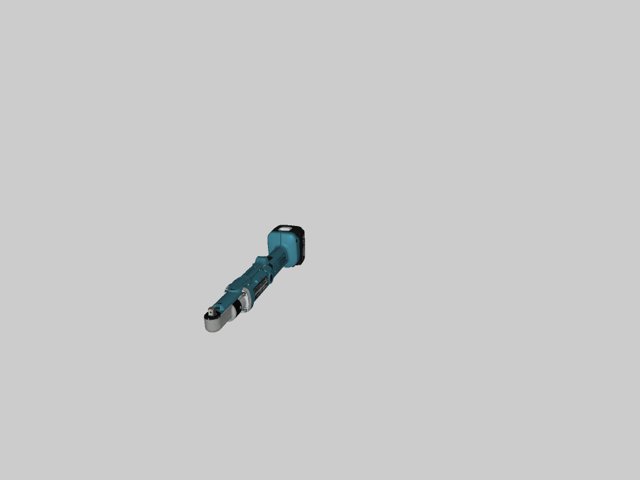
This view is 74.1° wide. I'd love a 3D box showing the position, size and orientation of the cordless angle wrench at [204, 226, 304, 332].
[{"bbox_3d":[-0.125,0.072,0.866,0.074,0.098,0.421,4,20,14],"label":"cordless angle wrench"}]
